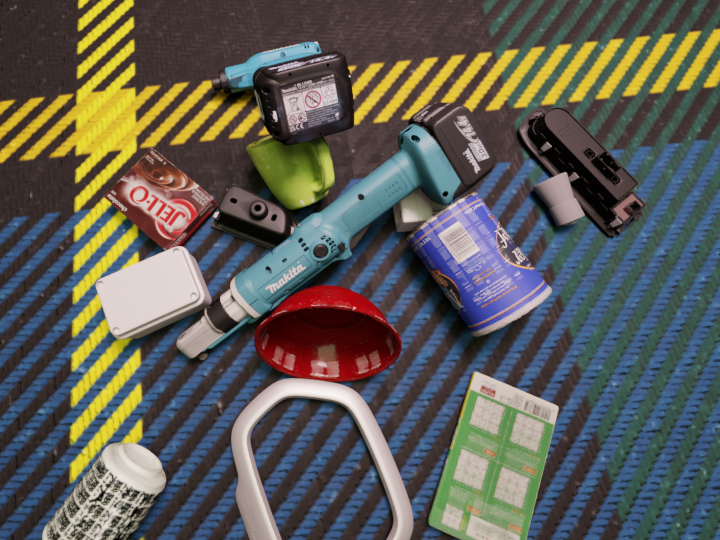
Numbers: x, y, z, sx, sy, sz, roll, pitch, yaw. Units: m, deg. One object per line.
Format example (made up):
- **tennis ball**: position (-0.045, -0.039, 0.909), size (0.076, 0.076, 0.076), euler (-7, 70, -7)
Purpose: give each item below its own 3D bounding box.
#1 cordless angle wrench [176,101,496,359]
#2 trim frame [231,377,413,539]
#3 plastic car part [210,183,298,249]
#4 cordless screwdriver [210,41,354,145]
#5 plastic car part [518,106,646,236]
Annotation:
- **cordless angle wrench**: position (-0.048, -0.032, 0.494), size (0.424, 0.077, 0.094), euler (-37, 115, 5)
- **trim frame**: position (-0.049, 0.246, 0.482), size (0.182, 0.027, 0.253), euler (-24, 79, -8)
- **plastic car part**: position (-0.133, -0.071, 0.538), size (0.118, 0.070, 0.066), euler (23, 79, 6)
- **cordless screwdriver**: position (-0.105, -0.226, 0.516), size (0.158, 0.071, 0.260), euler (-16, 36, -6)
- **plastic car part**: position (0.299, -0.144, 0.569), size (0.066, 0.065, 0.208), euler (-38, 77, -3)
